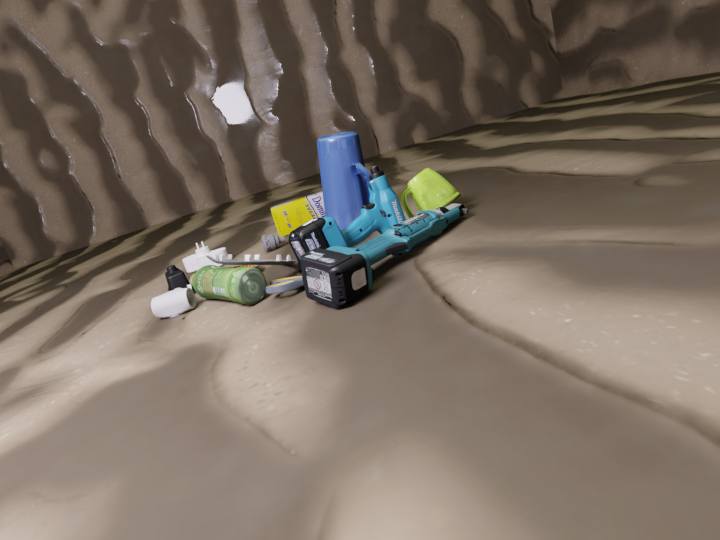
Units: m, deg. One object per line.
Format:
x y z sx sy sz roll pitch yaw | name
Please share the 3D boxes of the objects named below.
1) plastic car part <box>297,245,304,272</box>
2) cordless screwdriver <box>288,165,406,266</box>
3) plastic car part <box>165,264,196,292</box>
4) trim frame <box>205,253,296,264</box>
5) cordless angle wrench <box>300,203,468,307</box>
-0.093 -0.061 0.946 0.068 0.065 0.205 -5 20 6 | plastic car part
-0.024 -0.103 0.848 0.243 0.157 0.077 -26 9 -24 | cordless screwdriver
-0.436 0.023 1.001 0.064 0.069 0.122 -23 21 -25 | plastic car part
-0.243 -0.025 0.925 0.178 0.027 0.258 -2 5 -24 | trim frame
0.072 -0.057 0.780 0.103 0.072 0.411 13 31 42 | cordless angle wrench
